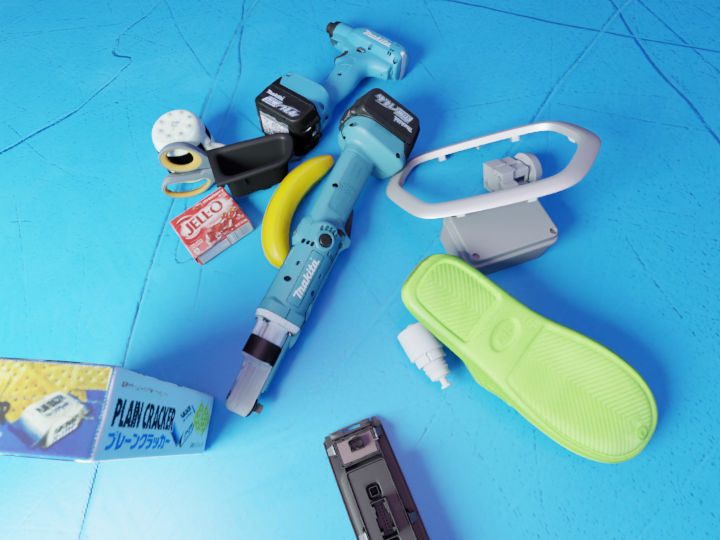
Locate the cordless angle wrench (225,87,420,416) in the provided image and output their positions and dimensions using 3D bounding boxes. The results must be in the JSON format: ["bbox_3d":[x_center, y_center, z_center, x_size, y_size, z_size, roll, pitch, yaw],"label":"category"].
[{"bbox_3d":[-0.050,-0.033,0.515,0.095,0.076,0.424,31,71,-18],"label":"cordless angle wrench"}]

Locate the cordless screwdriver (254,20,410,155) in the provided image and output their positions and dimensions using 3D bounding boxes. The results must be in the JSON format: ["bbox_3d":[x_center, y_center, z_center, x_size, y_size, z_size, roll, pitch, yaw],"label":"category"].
[{"bbox_3d":[-0.059,-0.298,0.654,0.166,0.072,0.247,38,70,21],"label":"cordless screwdriver"}]

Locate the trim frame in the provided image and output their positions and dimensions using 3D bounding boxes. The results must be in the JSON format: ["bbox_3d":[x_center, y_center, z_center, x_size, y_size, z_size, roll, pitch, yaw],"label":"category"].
[{"bbox_3d":[0.154,-0.128,0.524,0.255,0.026,0.188,-13,39,19],"label":"trim frame"}]

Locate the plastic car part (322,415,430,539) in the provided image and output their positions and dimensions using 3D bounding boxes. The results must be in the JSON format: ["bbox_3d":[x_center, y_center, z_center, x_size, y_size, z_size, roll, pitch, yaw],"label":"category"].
[{"bbox_3d":[0.031,0.245,0.391,0.065,0.065,0.210,-19,66,-13],"label":"plastic car part"}]

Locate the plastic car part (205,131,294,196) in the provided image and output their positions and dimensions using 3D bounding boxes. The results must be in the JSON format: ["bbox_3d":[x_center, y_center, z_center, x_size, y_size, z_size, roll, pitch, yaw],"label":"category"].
[{"bbox_3d":[-0.143,-0.137,0.582,0.115,0.069,0.068,-18,63,-13],"label":"plastic car part"}]
